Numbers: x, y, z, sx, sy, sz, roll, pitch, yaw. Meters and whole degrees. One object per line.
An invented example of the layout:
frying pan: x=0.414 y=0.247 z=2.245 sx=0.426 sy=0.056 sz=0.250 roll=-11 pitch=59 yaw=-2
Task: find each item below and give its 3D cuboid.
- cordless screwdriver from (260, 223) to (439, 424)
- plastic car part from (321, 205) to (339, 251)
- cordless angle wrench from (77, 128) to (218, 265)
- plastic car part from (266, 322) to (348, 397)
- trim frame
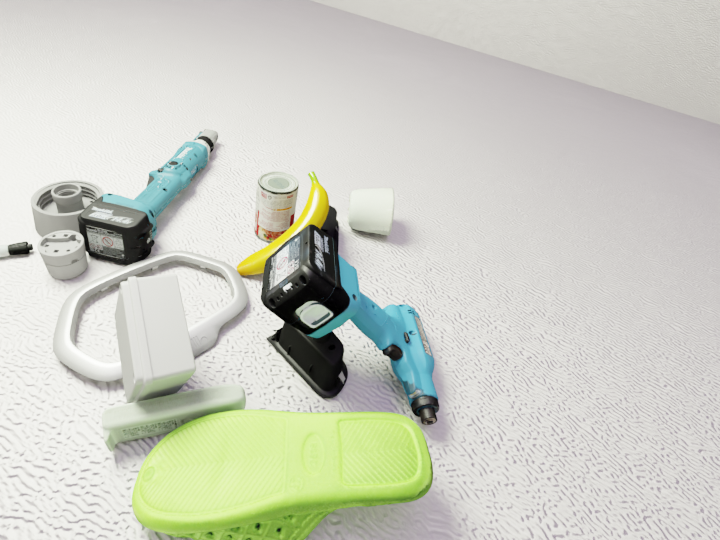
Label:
cordless screwdriver: x=0.002 y=0.067 z=0.483 sx=0.236 sy=0.075 sz=0.165 roll=37 pitch=27 yaw=-33
plastic car part: x=-0.067 y=-0.044 z=0.689 sx=0.066 sy=0.065 sz=0.208 roll=3 pitch=38 yaw=-1
cordless angle wrench: x=-0.342 y=-0.171 z=0.768 sx=0.098 sy=0.073 sz=0.432 roll=11 pitch=38 yaw=-3
plastic car part: x=-0.057 y=0.090 z=0.526 sx=0.064 sy=0.069 sz=0.123 roll=-26 pitch=50 yaw=-35
trim frame: x=-0.269 y=0.049 z=0.560 sx=0.193 sy=0.027 sz=0.242 roll=34 pitch=44 yaw=26
